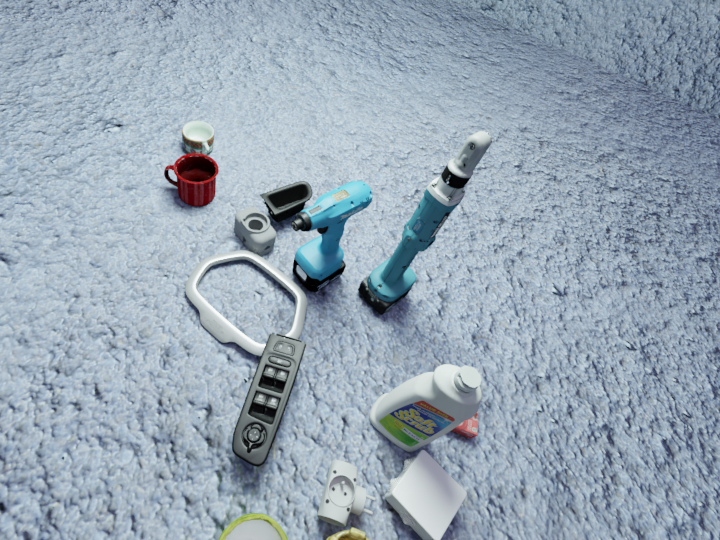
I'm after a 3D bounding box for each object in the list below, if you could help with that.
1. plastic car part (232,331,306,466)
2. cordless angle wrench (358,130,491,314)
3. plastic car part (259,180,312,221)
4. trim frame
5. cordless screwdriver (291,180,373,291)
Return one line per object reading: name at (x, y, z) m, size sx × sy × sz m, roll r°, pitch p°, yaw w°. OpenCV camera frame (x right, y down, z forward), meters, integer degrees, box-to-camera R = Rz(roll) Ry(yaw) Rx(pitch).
plastic car part at (-0.151, 0.206, 0.684) m, size 0.066 × 0.066 × 0.206 m, roll 18°, pitch 51°, yaw -4°
cordless angle wrench at (0.103, -0.065, 0.730) m, size 0.096 × 0.418 × 0.077 m, roll -32°, pitch 71°, yaw -34°
plastic car part at (-0.161, -0.147, 0.946) m, size 0.113 × 0.070 × 0.068 m, roll -26°, pitch 66°, yaw -30°
trim frame at (-0.216, 0.055, 0.807) m, size 0.255 × 0.027 × 0.182 m, roll 36°, pitch 53°, yaw 13°
cordless screwdriver at (-0.077, -0.050, 0.783) m, size 0.155 × 0.246 × 0.077 m, roll -31°, pitch 70°, yaw -33°
